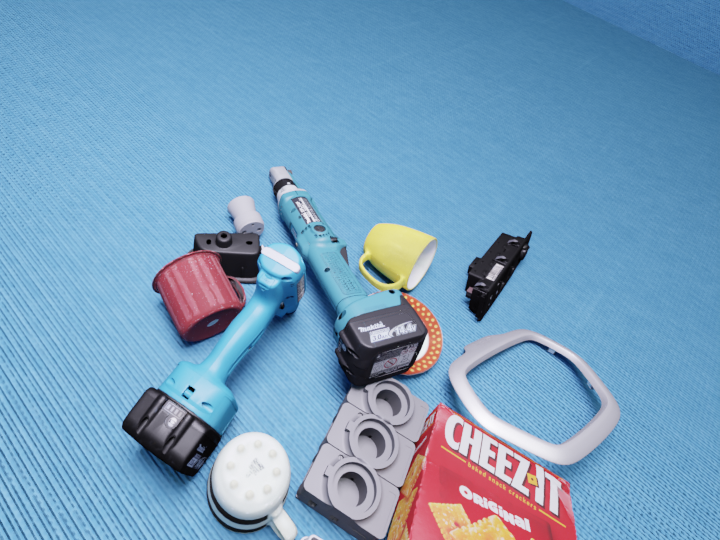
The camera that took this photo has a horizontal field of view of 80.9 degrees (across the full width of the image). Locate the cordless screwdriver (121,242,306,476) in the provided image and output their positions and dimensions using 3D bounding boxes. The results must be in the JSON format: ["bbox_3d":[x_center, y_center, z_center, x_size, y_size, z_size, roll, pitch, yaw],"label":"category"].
[{"bbox_3d":[-0.142,0.096,0.486,0.076,0.156,0.248,28,66,8],"label":"cordless screwdriver"}]

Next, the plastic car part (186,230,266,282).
[{"bbox_3d":[-0.186,-0.026,0.597,0.113,0.070,0.068,3,51,-17],"label":"plastic car part"}]

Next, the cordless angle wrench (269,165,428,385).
[{"bbox_3d":[-0.060,-0.039,0.611,0.095,0.073,0.446,-11,44,-24],"label":"cordless angle wrench"}]

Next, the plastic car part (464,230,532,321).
[{"bbox_3d":[0.222,-0.004,0.695,0.071,0.064,0.199,23,47,36],"label":"plastic car part"}]

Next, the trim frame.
[{"bbox_3d":[0.226,0.150,0.556,0.239,0.027,0.194,-16,44,-36],"label":"trim frame"}]
